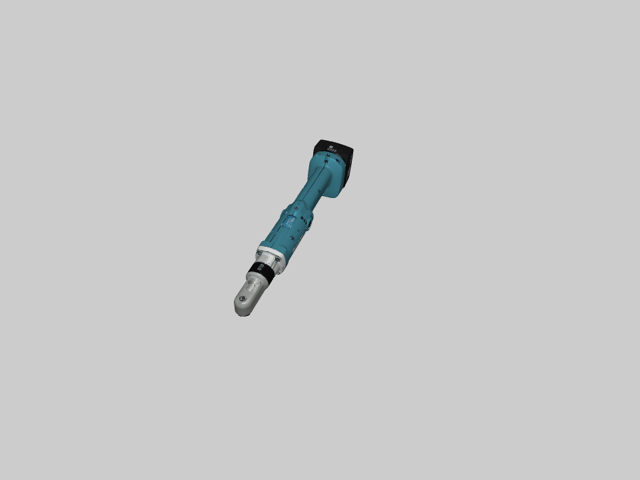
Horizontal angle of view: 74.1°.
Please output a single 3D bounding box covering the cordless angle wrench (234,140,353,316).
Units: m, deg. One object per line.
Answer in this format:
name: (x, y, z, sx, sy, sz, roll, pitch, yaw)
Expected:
cordless angle wrench: (-0.043, -0.035, 0.759, 0.074, 0.098, 0.421, 19, 47, 11)
